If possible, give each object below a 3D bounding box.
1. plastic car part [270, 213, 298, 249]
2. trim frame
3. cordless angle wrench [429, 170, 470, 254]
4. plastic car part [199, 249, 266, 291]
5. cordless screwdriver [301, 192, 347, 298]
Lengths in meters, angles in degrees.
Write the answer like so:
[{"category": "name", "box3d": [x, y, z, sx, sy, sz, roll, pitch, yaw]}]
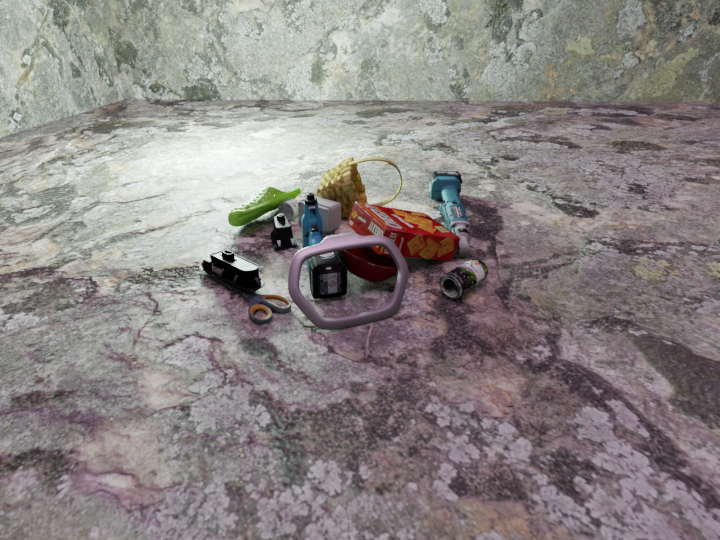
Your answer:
[{"category": "plastic car part", "box3d": [-0.209, -0.113, 1.123, 0.065, 0.069, 0.122, -8, 35, -15]}, {"category": "trim frame", "box3d": [-0.021, 0.016, 0.831, 0.244, 0.186, 0.028, -11, -6, -12]}, {"category": "cordless angle wrench", "box3d": [0.259, -0.166, 1.180, 0.099, 0.072, 0.432, 0, 34, 3]}, {"category": "plastic car part", "box3d": [-0.285, -0.007, 0.954, 0.215, 0.066, 0.063, 24, 25, 38]}, {"category": "cordless screwdriver", "box3d": [-0.093, -0.061, 0.951, 0.073, 0.154, 0.260, -7, 34, -12]}]
